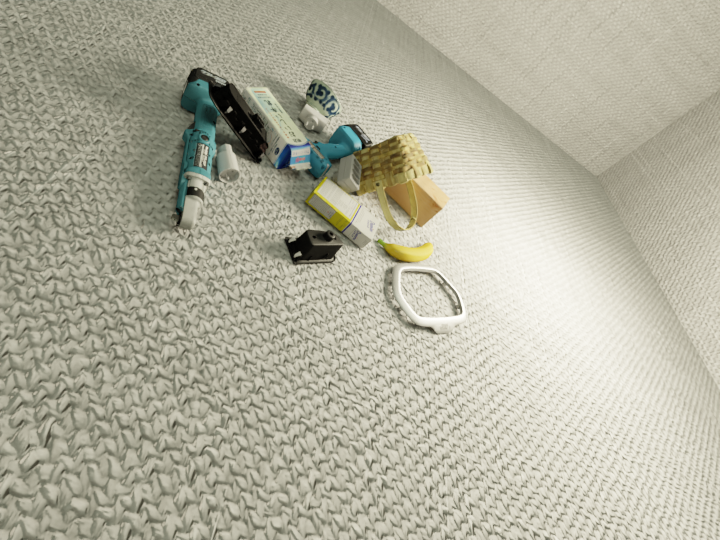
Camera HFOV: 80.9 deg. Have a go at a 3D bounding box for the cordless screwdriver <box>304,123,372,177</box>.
[{"bbox_3d":[-0.088,-0.343,1.135,0.162,0.075,0.243,48,43,7],"label":"cordless screwdriver"}]

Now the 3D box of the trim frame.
[{"bbox_3d":[0.164,0.063,1.013,0.236,0.028,0.192,4,52,-41],"label":"trim frame"}]

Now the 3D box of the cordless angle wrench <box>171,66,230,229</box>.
[{"bbox_3d":[-0.324,-0.250,0.849,0.093,0.075,0.438,17,48,-31],"label":"cordless angle wrench"}]

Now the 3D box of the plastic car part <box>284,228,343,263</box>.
[{"bbox_3d":[-0.085,-0.056,0.871,0.111,0.072,0.068,-2,59,-39],"label":"plastic car part"}]

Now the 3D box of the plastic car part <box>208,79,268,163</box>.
[{"bbox_3d":[-0.252,-0.322,0.907,0.192,0.069,0.068,49,35,-49],"label":"plastic car part"}]
